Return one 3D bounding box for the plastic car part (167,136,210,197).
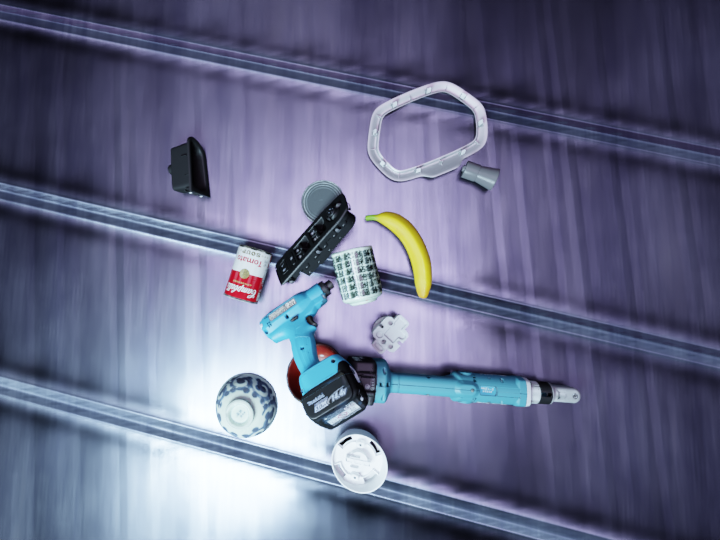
[{"bbox_3d":[-0.352,-0.202,0.851,0.072,0.064,0.118,-12,82,14],"label":"plastic car part"}]

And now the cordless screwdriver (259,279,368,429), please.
[{"bbox_3d":[-0.069,0.133,0.744,0.159,0.070,0.263,-37,50,-1],"label":"cordless screwdriver"}]

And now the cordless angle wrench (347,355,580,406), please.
[{"bbox_3d":[0.187,0.212,0.770,0.423,0.097,0.075,4,84,-1],"label":"cordless angle wrench"}]

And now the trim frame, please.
[{"bbox_3d":[0.133,-0.278,0.847,0.248,0.027,0.185,-22,85,-1],"label":"trim frame"}]

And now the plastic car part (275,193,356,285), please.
[{"bbox_3d":[-0.078,-0.051,0.800,0.064,0.069,0.203,30,109,-28],"label":"plastic car part"}]
